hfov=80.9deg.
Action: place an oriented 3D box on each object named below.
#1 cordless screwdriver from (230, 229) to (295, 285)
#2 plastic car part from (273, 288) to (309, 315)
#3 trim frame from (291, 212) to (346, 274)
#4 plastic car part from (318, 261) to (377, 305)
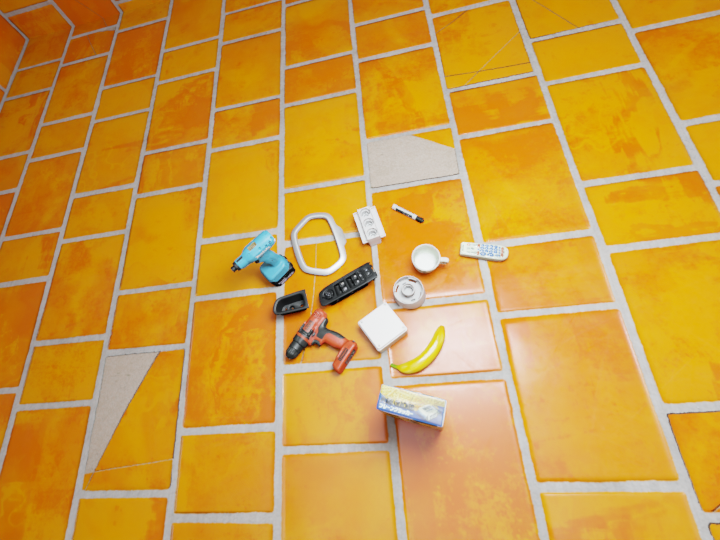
[{"bbox_3d":[-0.313,-0.018,1.367,0.158,0.238,0.078,-43,66,-8],"label":"cordless screwdriver"},{"bbox_3d":[-0.222,0.115,1.377,0.117,0.068,0.068,-17,64,6],"label":"plastic car part"},{"bbox_3d":[-0.144,-0.094,1.476,0.185,0.026,0.258,-23,62,4],"label":"trim frame"},{"bbox_3d":[-0.042,0.052,1.360,0.203,0.064,0.069,-28,64,1],"label":"plastic car part"}]
